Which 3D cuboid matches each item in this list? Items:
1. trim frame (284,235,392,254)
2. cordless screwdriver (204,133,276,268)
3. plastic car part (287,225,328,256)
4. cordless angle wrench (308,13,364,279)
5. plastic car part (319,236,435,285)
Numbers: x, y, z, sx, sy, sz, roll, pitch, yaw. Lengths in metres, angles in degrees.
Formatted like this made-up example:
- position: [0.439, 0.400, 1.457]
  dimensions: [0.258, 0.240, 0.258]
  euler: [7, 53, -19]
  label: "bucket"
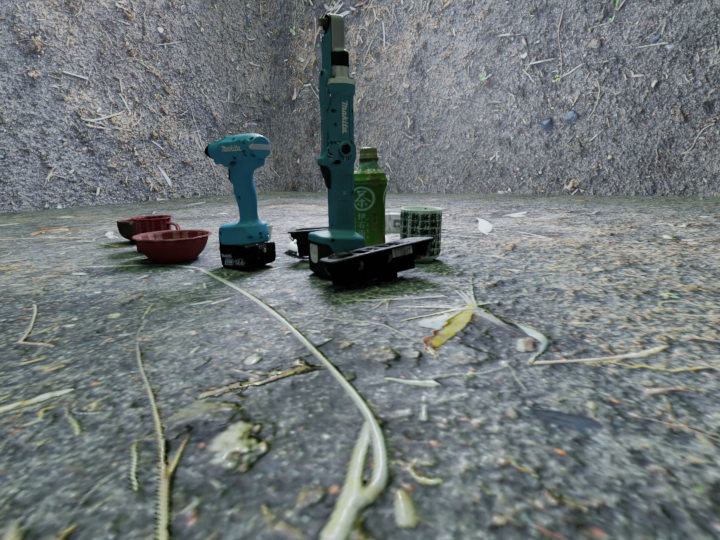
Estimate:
- position: [-0.050, -0.061, 0.966]
  dimensions: [0.243, 0.027, 0.190]
  euler: [-5, 14, -14]
  label: "trim frame"
- position: [-0.239, -0.132, 0.812]
  dimensions: [0.167, 0.246, 0.071]
  euler: [8, 13, 37]
  label: "cordless screwdriver"
- position: [-0.083, -0.054, 0.849]
  dimensions: [0.118, 0.070, 0.066]
  euler: [0, 12, 5]
  label: "plastic car part"
- position: [-0.039, -0.200, 0.707]
  dimensions: [0.094, 0.418, 0.078]
  euler: [-6, 11, -27]
  label: "cordless angle wrench"
- position: [0.025, -0.015, 0.681]
  dimensions: [0.195, 0.066, 0.070]
  euler: [-9, 14, -30]
  label: "plastic car part"
